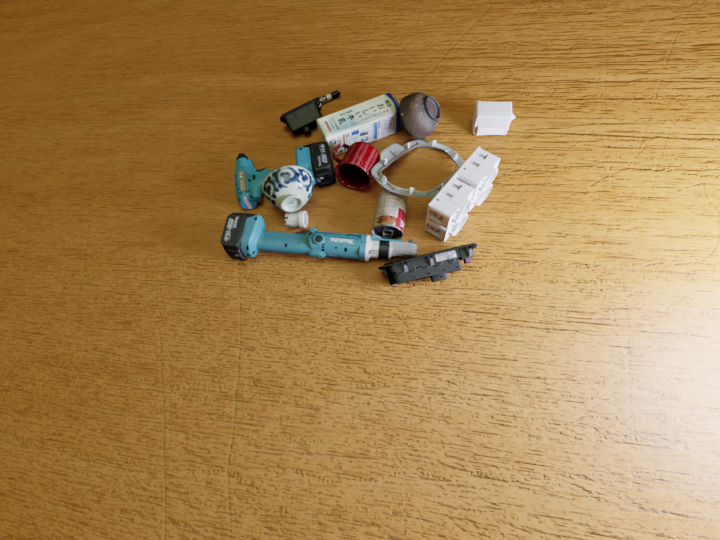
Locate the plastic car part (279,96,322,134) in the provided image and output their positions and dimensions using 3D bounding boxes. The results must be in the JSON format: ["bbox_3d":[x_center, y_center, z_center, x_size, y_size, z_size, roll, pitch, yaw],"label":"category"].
[{"bbox_3d":[-0.146,-0.396,1.122,0.116,0.065,0.072,-28,78,-4],"label":"plastic car part"}]

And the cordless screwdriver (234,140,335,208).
[{"bbox_3d":[-0.193,-0.254,1.045,0.250,0.071,0.165,-16,62,4],"label":"cordless screwdriver"}]

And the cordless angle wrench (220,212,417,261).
[{"bbox_3d":[-0.091,-0.060,0.932,0.430,0.072,0.100,5,65,9],"label":"cordless angle wrench"}]

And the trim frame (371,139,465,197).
[{"bbox_3d":[0.136,-0.242,0.974,0.193,0.027,0.244,33,55,26],"label":"trim frame"}]

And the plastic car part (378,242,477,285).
[{"bbox_3d":[0.138,-0.008,0.878,0.204,0.066,0.067,-9,89,2],"label":"plastic car part"}]
